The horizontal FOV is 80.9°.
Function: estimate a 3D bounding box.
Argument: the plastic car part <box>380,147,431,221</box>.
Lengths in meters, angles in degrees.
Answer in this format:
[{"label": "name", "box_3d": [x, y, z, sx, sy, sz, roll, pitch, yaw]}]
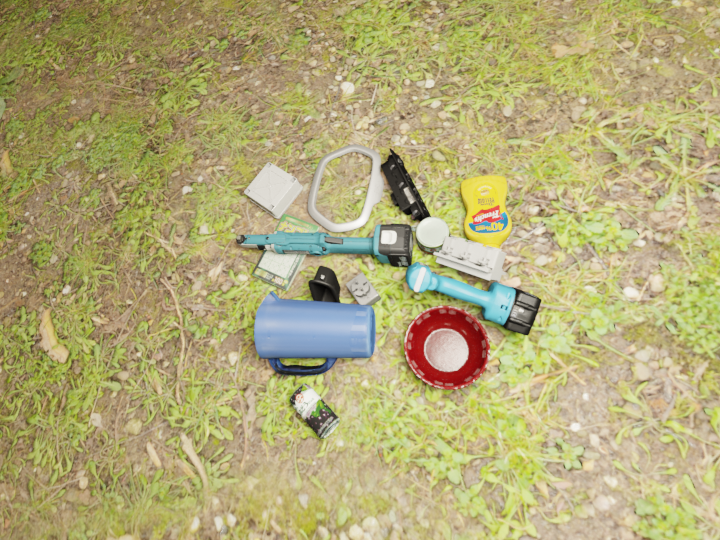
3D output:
[{"label": "plastic car part", "box_3d": [0.101, -0.196, 1.000, 0.068, 0.063, 0.209, -32, 63, 30]}]

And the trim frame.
[{"label": "trim frame", "box_3d": [-0.036, -0.209, 1.060, 0.190, 0.026, 0.251, 6, 70, 19]}]

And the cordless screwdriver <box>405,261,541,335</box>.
[{"label": "cordless screwdriver", "box_3d": [0.212, 0.041, 0.846, 0.253, 0.157, 0.074, 19, 97, 8]}]

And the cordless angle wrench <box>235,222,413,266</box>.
[{"label": "cordless angle wrench", "box_3d": [-0.096, -0.063, 0.984, 0.436, 0.094, 0.075, 3, 72, 18]}]

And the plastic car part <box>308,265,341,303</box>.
[{"label": "plastic car part", "box_3d": [-0.073, 0.034, 0.940, 0.068, 0.111, 0.072, 2, 47, 14]}]
